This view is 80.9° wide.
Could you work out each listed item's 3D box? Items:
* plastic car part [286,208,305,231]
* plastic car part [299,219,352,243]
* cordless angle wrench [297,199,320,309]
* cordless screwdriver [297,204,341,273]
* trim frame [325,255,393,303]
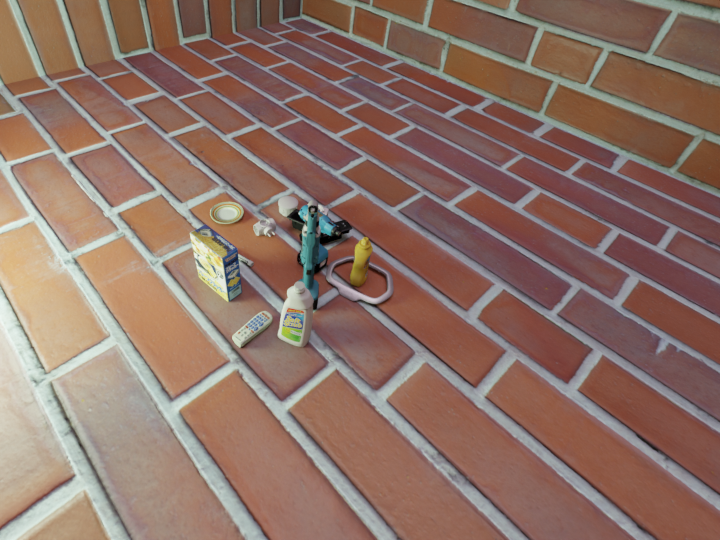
[{"bbox_3d":[-0.220,-0.177,1.626,0.121,0.069,0.065,28,49,19],"label":"plastic car part"},{"bbox_3d":[-0.136,-0.135,1.595,0.198,0.065,0.070,-15,50,-18],"label":"plastic car part"},{"bbox_3d":[-0.152,-0.041,1.264,0.074,0.412,0.101,6,46,-5],"label":"cordless angle wrench"},{"bbox_3d":[-0.140,-0.091,1.431,0.166,0.242,0.073,36,51,23],"label":"cordless screwdriver"},{"bbox_3d":[-0.002,0.030,1.475,0.257,0.027,0.183,25,49,18],"label":"trim frame"}]
